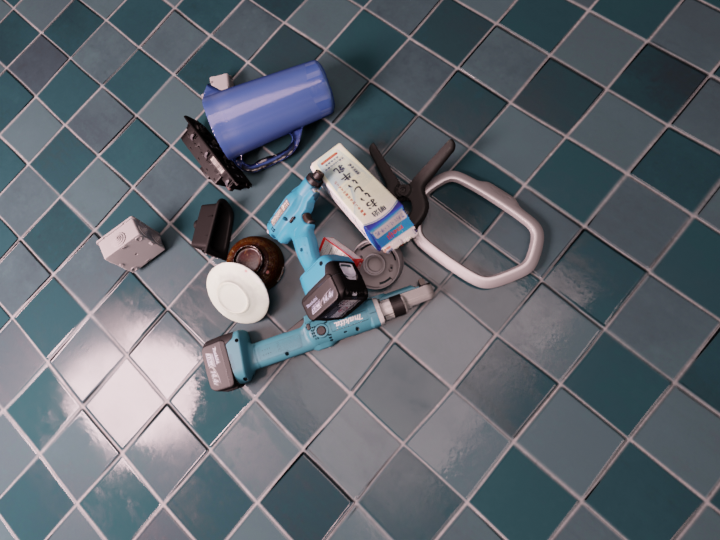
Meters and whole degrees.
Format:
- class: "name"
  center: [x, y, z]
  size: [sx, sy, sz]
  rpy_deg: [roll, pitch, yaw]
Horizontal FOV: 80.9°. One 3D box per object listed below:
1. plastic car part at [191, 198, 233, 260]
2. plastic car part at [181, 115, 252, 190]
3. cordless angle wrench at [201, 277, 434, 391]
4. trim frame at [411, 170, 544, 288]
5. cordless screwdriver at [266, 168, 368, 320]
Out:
- class: "plastic car part"
  center: [-0.302, -0.083, 0.845]
  size: [0.073, 0.063, 0.118]
  rpy_deg: [0, 75, 21]
- class: "plastic car part"
  center: [-0.309, -0.236, 0.878]
  size: [0.068, 0.064, 0.208]
  rpy_deg: [-42, 76, 24]
- class: "cordless angle wrench"
  center: [-0.070, 0.107, 0.761]
  size: [0.424, 0.073, 0.100]
  rpy_deg: [-19, 77, 2]
- class: "trim frame"
  center: [0.209, -0.079, 0.777]
  size: [0.256, 0.027, 0.184]
  rpy_deg: [36, 87, 16]
- class: "cordless screwdriver"
  center: [-0.072, -0.047, 0.733]
  size: [0.160, 0.070, 0.260]
  rpy_deg: [-50, 54, 29]
